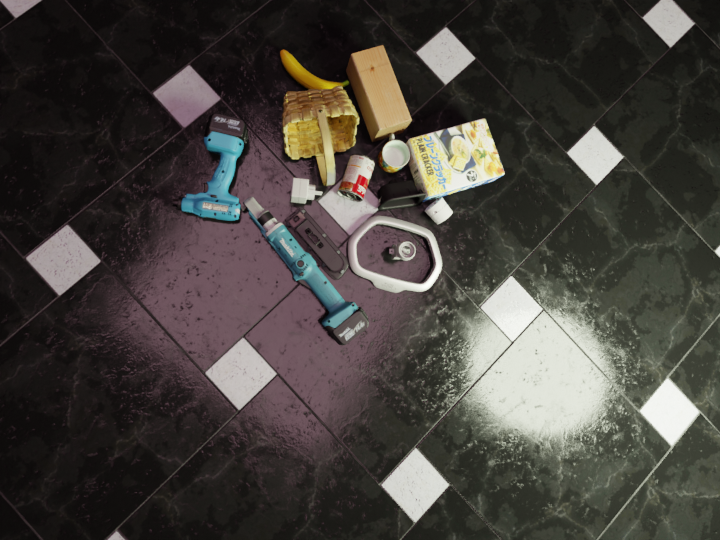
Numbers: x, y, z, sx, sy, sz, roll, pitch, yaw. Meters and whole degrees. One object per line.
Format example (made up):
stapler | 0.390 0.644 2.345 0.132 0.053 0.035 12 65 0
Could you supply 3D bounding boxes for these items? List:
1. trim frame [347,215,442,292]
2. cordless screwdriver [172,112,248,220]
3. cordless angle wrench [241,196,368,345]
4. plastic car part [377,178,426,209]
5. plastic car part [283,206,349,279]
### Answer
trim frame | 0.088 -0.039 1.073 0.246 0.028 0.185 15 81 -6
cordless screwdriver | -0.361 -0.251 1.030 0.158 0.075 0.249 7 87 -6
cordless angle wrench | -0.144 -0.013 1.024 0.098 0.074 0.427 -39 85 -1
plastic car part | 0.097 -0.200 1.080 0.116 0.065 0.073 -6 71 -5
plastic car part | -0.102 -0.066 1.039 0.066 0.068 0.202 -41 93 -12
